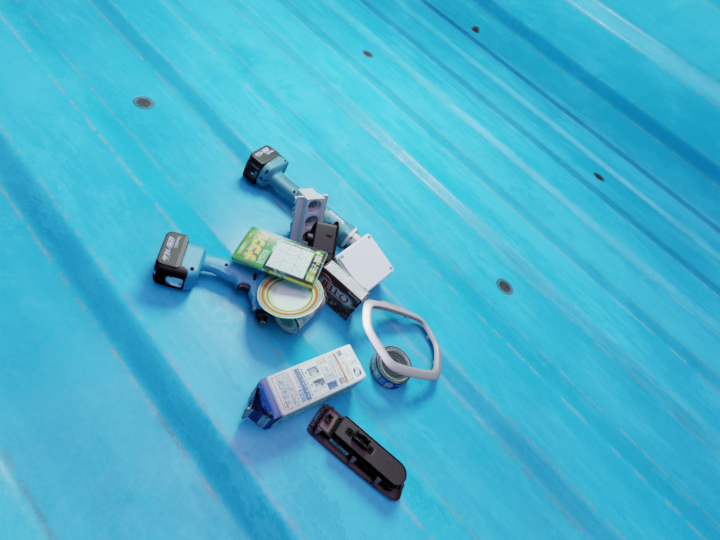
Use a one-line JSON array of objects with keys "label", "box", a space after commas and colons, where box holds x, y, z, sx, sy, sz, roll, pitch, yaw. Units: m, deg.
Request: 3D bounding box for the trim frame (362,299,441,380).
[{"label": "trim frame", "box": [0.093, 0.146, 0.914, 0.236, 0.028, 0.191, 18, 43, -36]}]

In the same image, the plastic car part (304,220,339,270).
[{"label": "plastic car part", "box": [-0.095, -0.062, 0.975, 0.068, 0.068, 0.117, 11, 80, -26]}]

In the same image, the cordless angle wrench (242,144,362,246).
[{"label": "cordless angle wrench", "box": [-0.111, -0.153, 1.075, 0.427, 0.074, 0.097, 40, 42, 4]}]

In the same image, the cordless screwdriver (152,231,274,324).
[{"label": "cordless screwdriver", "box": [-0.290, 0.018, 0.861, 0.240, 0.074, 0.164, 13, 51, -20]}]

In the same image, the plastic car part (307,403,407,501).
[{"label": "plastic car part", "box": [0.006, 0.324, 0.766, 0.205, 0.067, 0.065, 41, 42, 5]}]
